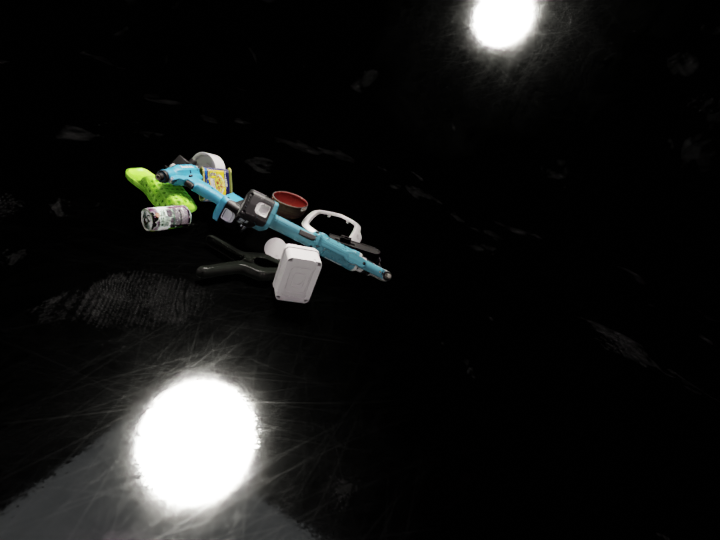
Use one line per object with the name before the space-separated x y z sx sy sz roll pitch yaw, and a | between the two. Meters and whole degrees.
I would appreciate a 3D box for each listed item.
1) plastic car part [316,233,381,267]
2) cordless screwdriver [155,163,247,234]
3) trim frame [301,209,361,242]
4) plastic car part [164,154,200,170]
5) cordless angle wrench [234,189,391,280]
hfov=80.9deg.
plastic car part | -0.032 -0.058 1.160 0.202 0.066 0.067 21 18 -4
cordless screwdriver | -0.395 -0.190 1.086 0.252 0.074 0.157 34 19 5
trim frame | -0.083 -0.132 1.305 0.186 0.027 0.249 20 24 3
plastic car part | -0.499 -0.289 1.227 0.070 0.071 0.110 38 -4 35
cordless angle wrench | -0.103 -0.067 1.054 0.410 0.074 0.100 27 -13 -16
